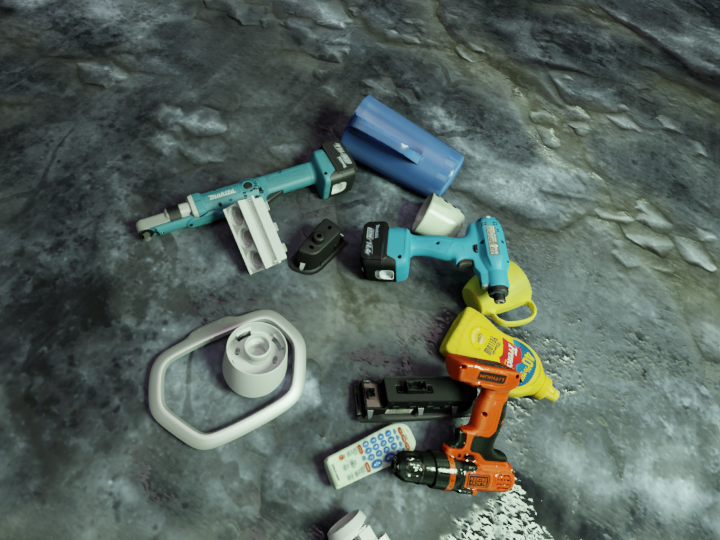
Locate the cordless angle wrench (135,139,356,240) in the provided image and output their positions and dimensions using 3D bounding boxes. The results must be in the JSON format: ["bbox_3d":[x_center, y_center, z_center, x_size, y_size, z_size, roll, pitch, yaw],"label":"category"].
[{"bbox_3d":[-0.213,-0.145,0.810,0.415,0.073,0.102,-22,67,-17],"label":"cordless angle wrench"}]

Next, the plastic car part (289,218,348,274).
[{"bbox_3d":[-0.075,-0.049,0.770,0.068,0.070,0.115,35,57,10],"label":"plastic car part"}]

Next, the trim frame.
[{"bbox_3d":[-0.200,0.157,0.655,0.244,0.027,0.191,-25,67,-19],"label":"trim frame"}]

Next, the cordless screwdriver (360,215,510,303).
[{"bbox_3d":[0.126,-0.015,0.737,0.253,0.071,0.163,-2,57,9],"label":"cordless screwdriver"}]

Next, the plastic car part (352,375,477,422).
[{"bbox_3d":[0.095,0.191,0.658,0.199,0.066,0.069,4,40,-11],"label":"plastic car part"}]
